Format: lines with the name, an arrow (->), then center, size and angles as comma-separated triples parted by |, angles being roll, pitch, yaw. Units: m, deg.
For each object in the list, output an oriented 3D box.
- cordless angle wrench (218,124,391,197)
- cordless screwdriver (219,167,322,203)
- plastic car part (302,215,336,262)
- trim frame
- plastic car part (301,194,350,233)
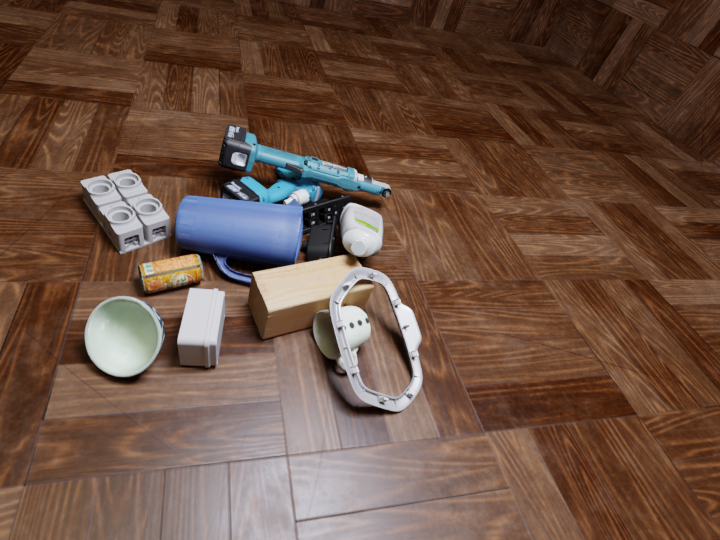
cordless angle wrench -> -0.119, -0.243, 1.012 | 0.412, 0.073, 0.101 | 12, 37, -15
cordless screwdriver -> -0.226, -0.200, 1.014 | 0.166, 0.073, 0.241 | 40, 44, 23
plastic car part -> -0.090, -0.059, 0.921 | 0.072, 0.064, 0.119 | 4, 46, 7
trim frame -> 0.034, 0.111, 0.722 | 0.176, 0.028, 0.254 | -7, 72, -41
plastic car part -> -0.115, -0.131, 0.980 | 0.197, 0.065, 0.071 | -26, 48, -36
